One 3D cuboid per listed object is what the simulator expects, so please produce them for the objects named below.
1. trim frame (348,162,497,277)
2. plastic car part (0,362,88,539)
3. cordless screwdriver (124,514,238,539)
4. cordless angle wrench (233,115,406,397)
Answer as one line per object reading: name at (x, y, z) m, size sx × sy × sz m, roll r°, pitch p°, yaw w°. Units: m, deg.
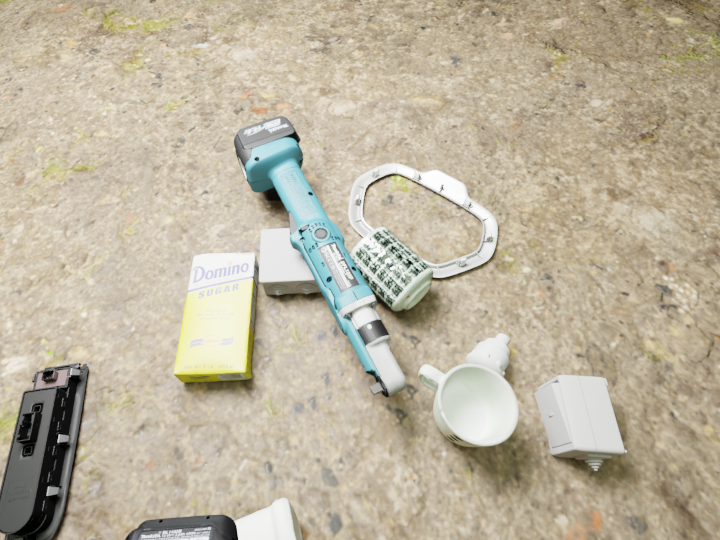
trim frame at (0.096, -0.090, 0.676) m, size 0.259 × 0.027 × 0.182 m, roll 33°, pitch 64°, yaw 21°
plastic car part at (-0.371, 0.206, 0.491) m, size 0.065 × 0.066 × 0.210 m, roll -5°, pitch 61°, yaw -12°
cordless screwdriver at (-0.153, 0.329, 0.333) m, size 0.158 × 0.076 × 0.245 m, roll -7°, pitch 102°, yaw -4°
cordless angle wrench at (-0.056, -0.036, 0.568) m, size 0.096 × 0.072 × 0.441 m, roll -23°, pitch 63°, yaw -14°
